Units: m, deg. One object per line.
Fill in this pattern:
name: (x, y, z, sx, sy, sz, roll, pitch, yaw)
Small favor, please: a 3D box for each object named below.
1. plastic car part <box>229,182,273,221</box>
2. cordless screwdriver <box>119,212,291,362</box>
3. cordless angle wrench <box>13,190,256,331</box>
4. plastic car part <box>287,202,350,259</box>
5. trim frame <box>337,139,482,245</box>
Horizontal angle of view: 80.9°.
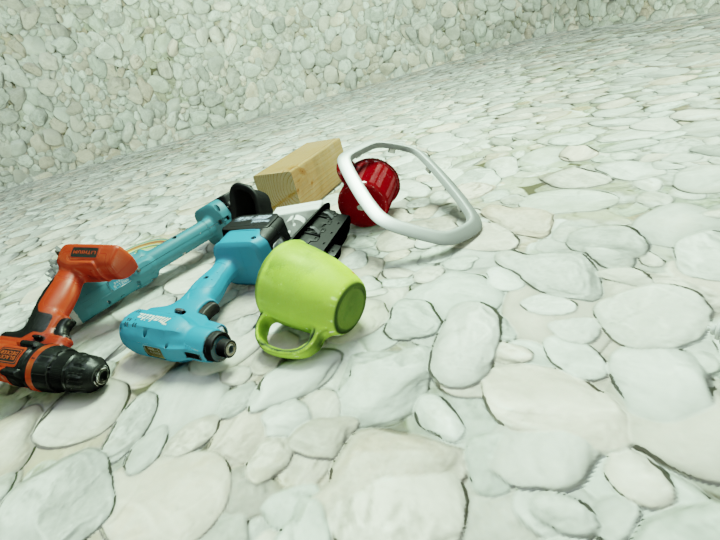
plastic car part: (-0.171, -0.087, 0.700, 0.068, 0.116, 0.069, -2, 5, 25)
cordless screwdriver: (-0.163, 0.018, 0.537, 0.166, 0.071, 0.248, 2, 36, 28)
cordless angle wrench: (-0.348, -0.001, 0.660, 0.416, 0.072, 0.102, -40, 19, -31)
plastic car part: (-0.058, -0.038, 0.593, 0.069, 0.064, 0.204, 3, 32, 12)
trim frame: (0.068, -0.121, 0.614, 0.179, 0.027, 0.261, -9, 46, -21)
